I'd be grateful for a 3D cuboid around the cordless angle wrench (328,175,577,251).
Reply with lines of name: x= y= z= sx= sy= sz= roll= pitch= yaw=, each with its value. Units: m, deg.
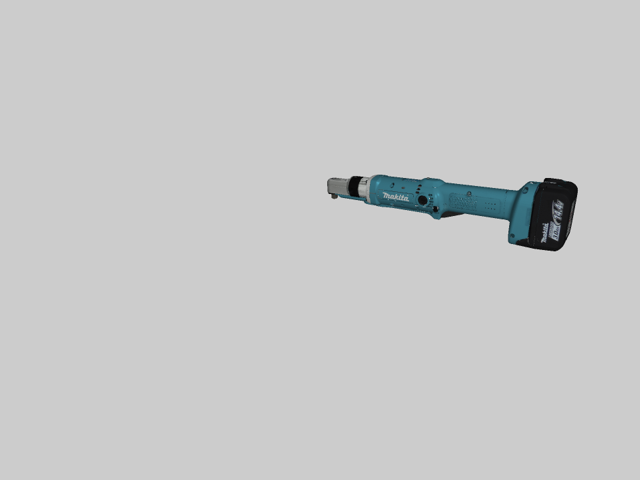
cordless angle wrench: x=0.186 y=-0.072 z=0.722 sx=0.423 sy=0.098 sz=0.074 roll=13 pitch=28 yaw=34
